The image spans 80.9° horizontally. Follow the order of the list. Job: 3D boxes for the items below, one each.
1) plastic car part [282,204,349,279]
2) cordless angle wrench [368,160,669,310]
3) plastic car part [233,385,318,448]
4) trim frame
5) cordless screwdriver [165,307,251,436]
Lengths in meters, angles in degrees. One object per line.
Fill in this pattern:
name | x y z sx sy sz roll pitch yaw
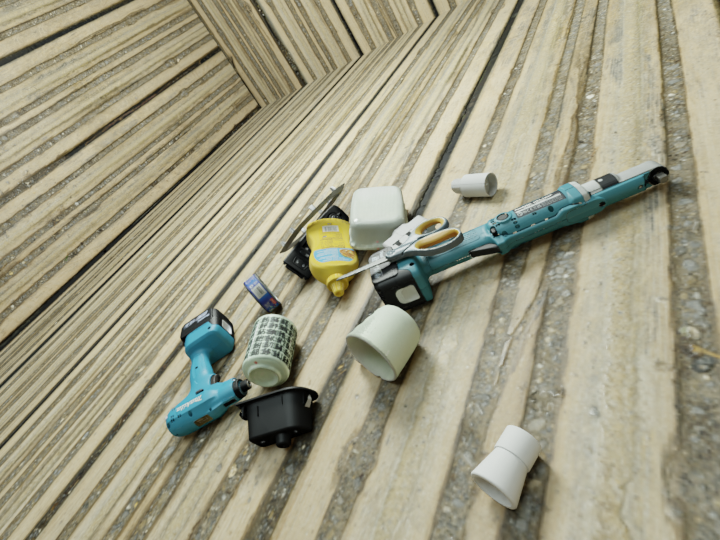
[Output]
plastic car part | -0.092 -0.060 0.946 0.202 0.067 0.066 -56 -8 -26
cordless angle wrench | 0.219 -0.058 0.632 0.430 0.071 0.101 -24 32 15
plastic car part | -0.117 0.216 0.605 0.119 0.062 0.073 -21 48 18
trim frame | -0.115 -0.119 0.979 0.182 0.027 0.250 -47 2 -31
cordless screwdriver | -0.277 0.173 0.801 0.160 0.071 0.259 -31 35 7
